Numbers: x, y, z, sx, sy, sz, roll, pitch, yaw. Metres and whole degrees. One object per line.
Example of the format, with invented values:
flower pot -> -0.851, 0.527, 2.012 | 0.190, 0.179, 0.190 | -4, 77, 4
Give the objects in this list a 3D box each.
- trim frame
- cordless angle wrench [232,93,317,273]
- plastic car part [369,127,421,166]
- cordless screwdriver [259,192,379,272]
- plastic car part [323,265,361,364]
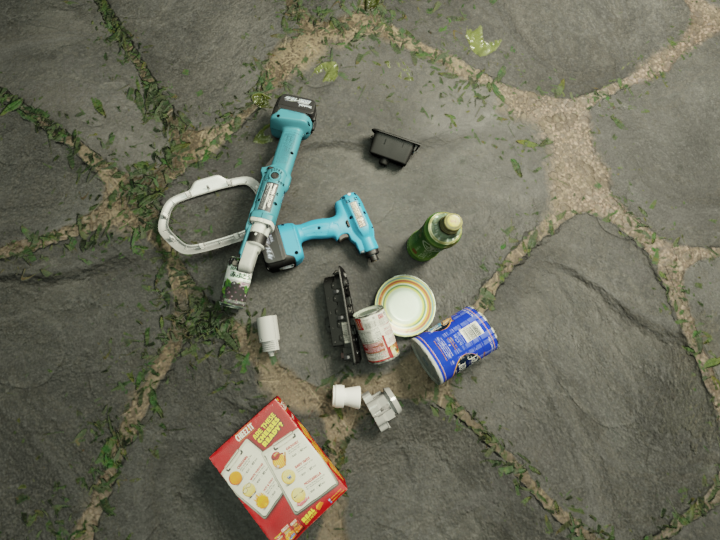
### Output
trim frame -> -0.322, -0.129, 0.924 | 0.248, 0.026, 0.191 | -18, 61, -2
cordless angle wrench -> -0.181, -0.187, 0.889 | 0.098, 0.073, 0.429 | 11, 65, -1
plastic car part -> 0.071, -0.275, 0.974 | 0.118, 0.065, 0.071 | 18, 93, 4
cordless screwdriver -> -0.089, -0.058, 0.912 | 0.246, 0.074, 0.162 | -21, 78, -10
plastic car part -> -0.041, 0.093, 0.890 | 0.069, 0.063, 0.205 | -10, 79, 20
